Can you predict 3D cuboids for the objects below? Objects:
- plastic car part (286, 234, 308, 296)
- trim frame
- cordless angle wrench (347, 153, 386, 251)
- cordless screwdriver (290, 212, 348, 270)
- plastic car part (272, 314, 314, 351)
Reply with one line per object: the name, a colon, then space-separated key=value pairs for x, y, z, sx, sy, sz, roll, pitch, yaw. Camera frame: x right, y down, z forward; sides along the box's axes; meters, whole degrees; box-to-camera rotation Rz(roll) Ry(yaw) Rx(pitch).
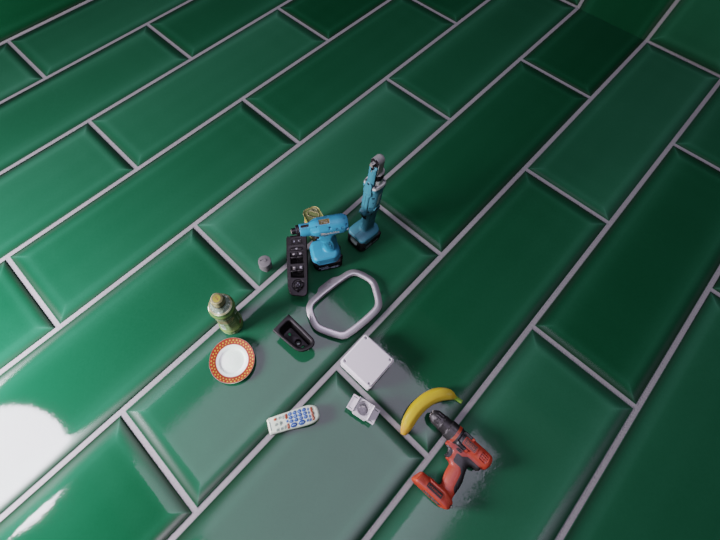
plastic car part: x=-0.197 y=-0.009 z=1.320 sx=0.066 sy=0.065 sz=0.209 roll=-3 pitch=63 yaw=-5
trim frame: x=-0.048 y=0.099 z=1.288 sx=0.246 sy=0.027 sz=0.191 roll=-39 pitch=69 yaw=-18
cordless angle wrench: x=0.028 y=-0.193 z=1.221 sx=0.097 sy=0.414 sz=0.077 roll=-39 pitch=74 yaw=-20
cordless screwdriver: x=-0.123 y=-0.080 z=1.258 sx=0.158 sy=0.243 sz=0.077 roll=-10 pitch=66 yaw=-9
plastic car part: x=-0.186 y=0.195 z=1.214 sx=0.120 sy=0.069 sz=0.065 roll=39 pitch=68 yaw=16
